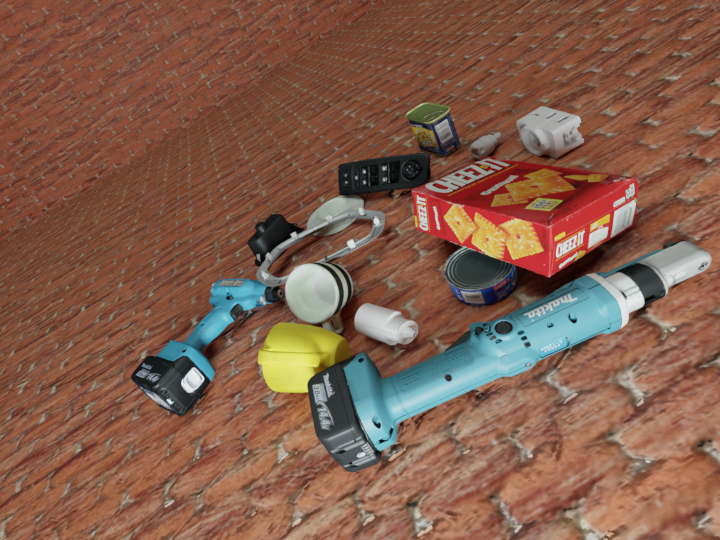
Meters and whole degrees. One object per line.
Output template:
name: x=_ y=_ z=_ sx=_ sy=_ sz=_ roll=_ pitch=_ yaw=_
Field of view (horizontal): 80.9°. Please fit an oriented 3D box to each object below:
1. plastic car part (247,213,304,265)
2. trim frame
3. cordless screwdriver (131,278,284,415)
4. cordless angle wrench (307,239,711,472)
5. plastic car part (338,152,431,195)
plastic car part: x=-0.184 y=-0.072 z=0.863 sx=0.069 sy=0.068 sz=0.116 roll=6 pitch=47 yaw=44
trim frame: x=-0.072 y=-0.047 z=0.741 sx=0.249 sy=0.026 sz=0.191 roll=-25 pitch=29 yaw=0
cordless screwdriver: x=-0.237 y=0.107 z=0.689 sx=0.166 sy=0.071 sz=0.249 roll=-3 pitch=41 yaw=34
cordless angle wrench: x=0.151 y=0.075 z=0.438 sx=0.425 sy=0.071 sz=0.102 roll=-26 pitch=35 yaw=5
plastic car part: x=0.051 y=-0.183 z=0.826 sx=0.213 sy=0.063 sz=0.066 roll=1 pitch=86 yaw=41
